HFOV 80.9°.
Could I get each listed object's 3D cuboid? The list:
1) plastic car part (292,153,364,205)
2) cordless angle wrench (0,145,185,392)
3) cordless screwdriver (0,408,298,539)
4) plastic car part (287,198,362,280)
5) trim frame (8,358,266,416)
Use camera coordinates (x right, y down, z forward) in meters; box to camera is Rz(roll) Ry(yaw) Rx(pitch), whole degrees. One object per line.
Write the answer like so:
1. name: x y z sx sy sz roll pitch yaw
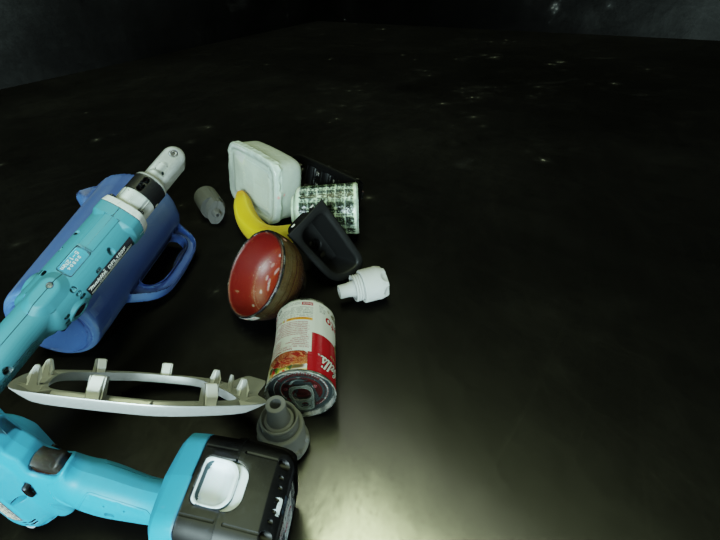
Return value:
1. plastic car part: -0.061 -0.169 0.782 0.065 0.065 0.215 -21 39 -38
2. cordless angle wrench: -0.296 0.028 0.410 0.073 0.099 0.425 29 62 -9
3. cordless screwdriver: -0.173 0.148 0.302 0.253 0.154 0.075 5 40 10
4. plastic car part: -0.057 -0.037 0.583 0.066 0.111 0.075 -47 34 -15
5. trim frame: -0.175 0.092 0.351 0.177 0.028 0.256 13 -15 -27
